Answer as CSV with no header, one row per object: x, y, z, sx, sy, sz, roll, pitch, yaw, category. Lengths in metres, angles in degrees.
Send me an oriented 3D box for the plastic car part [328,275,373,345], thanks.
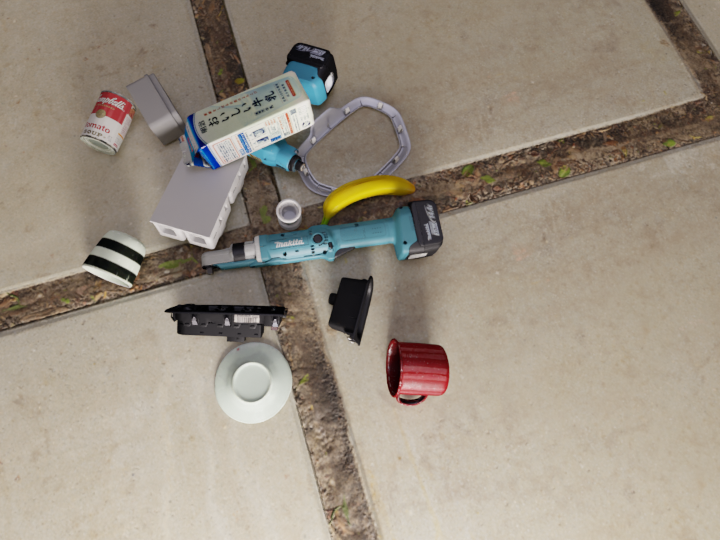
-0.022,0.063,0.734,0.073,0.063,0.118,8,71,13,plastic car part

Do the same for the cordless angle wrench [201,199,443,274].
-0.074,-0.048,0.757,0.422,0.073,0.100,-8,76,-1,cordless angle wrench

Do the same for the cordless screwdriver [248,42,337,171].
-0.123,-0.309,0.816,0.164,0.072,0.249,28,79,17,cordless screwdriver

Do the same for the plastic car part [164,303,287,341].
-0.229,0.086,0.723,0.203,0.067,0.066,6,101,-1,plastic car part

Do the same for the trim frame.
-0.014,-0.244,0.833,0.188,0.027,0.247,44,80,11,trim frame
